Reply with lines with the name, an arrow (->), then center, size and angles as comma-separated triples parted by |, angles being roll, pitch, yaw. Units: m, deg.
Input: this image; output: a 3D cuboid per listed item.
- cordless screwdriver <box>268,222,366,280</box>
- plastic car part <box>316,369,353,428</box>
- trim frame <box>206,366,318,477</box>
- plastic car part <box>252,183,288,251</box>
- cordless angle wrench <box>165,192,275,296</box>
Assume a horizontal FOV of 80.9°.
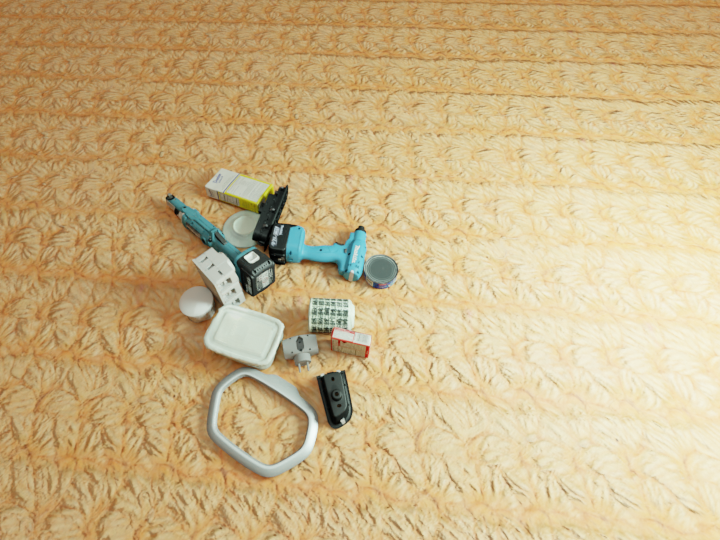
cordless screwdriver -> -0.108, -0.071, 1.103 | 0.251, 0.072, 0.162 | 11, 58, 4
plastic car part -> -0.051, 0.261, 0.886 | 0.065, 0.068, 0.121 | -12, 55, -7
trim frame -> -0.207, 0.309, 0.887 | 0.257, 0.026, 0.184 | 24, 62, 19
plastic car part -> -0.248, -0.148, 1.153 | 0.066, 0.066, 0.207 | 16, 59, -11
cordless angle wrench -> -0.393, -0.090, 1.122 | 0.443, 0.095, 0.073 | 35, 52, 27
